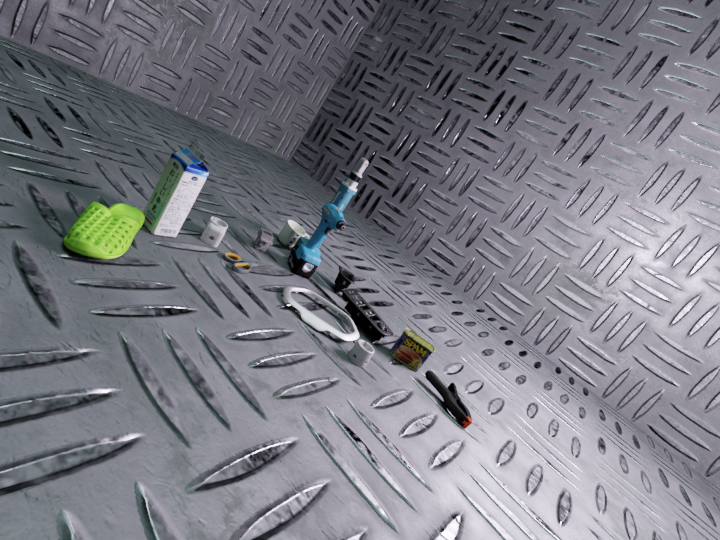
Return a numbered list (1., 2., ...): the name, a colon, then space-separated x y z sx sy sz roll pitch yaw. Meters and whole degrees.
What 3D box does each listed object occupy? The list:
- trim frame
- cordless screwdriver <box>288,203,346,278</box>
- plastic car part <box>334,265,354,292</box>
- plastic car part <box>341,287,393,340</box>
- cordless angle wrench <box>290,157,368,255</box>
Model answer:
1. trim frame: -0.111 0.117 1.179 0.252 0.027 0.182 34 14 6
2. cordless screwdriver: -0.133 -0.087 1.360 0.071 0.249 0.167 25 16 -31
3. plastic car part: -0.062 0.040 1.451 0.065 0.071 0.118 31 14 -9
4. plastic car part: 0.010 0.139 1.283 0.214 0.067 0.063 41 16 31
5. cordless angle wrench: -0.097 -0.202 1.467 0.070 0.423 0.103 19 21 -47
